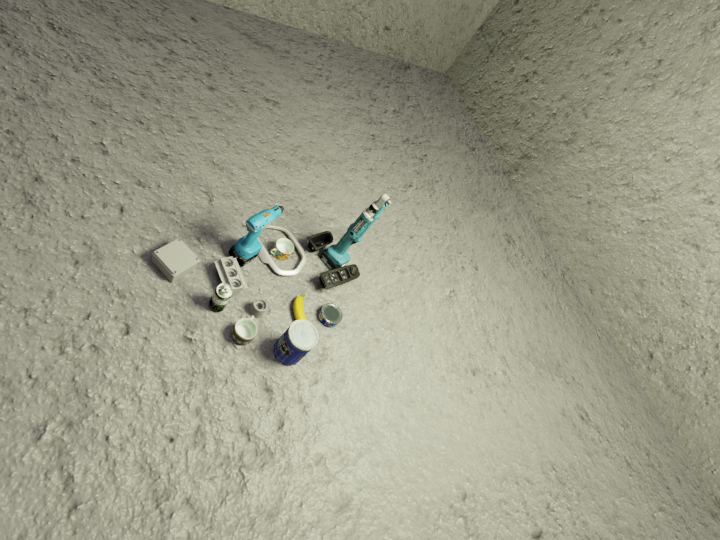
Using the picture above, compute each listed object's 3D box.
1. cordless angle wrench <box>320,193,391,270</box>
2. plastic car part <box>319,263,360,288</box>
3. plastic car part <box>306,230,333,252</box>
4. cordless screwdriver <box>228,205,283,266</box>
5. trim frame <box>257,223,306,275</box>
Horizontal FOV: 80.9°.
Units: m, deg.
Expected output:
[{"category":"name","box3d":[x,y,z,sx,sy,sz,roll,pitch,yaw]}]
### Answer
[{"category":"cordless angle wrench","box3d":[-0.016,-0.143,1.563,0.100,0.426,0.072,51,46,7]},{"category":"plastic car part","box3d":[-0.083,0.028,1.640,0.196,0.067,0.068,-20,70,-39]},{"category":"plastic car part","box3d":[-0.166,-0.108,1.695,0.113,0.071,0.068,-24,72,-41]},{"category":"cordless screwdriver","box3d":[-0.359,-0.126,1.470,0.075,0.250,0.156,46,46,2]},{"category":"trim frame","box3d":[-0.311,-0.083,1.620,0.178,0.028,0.256,-22,69,-40]}]
